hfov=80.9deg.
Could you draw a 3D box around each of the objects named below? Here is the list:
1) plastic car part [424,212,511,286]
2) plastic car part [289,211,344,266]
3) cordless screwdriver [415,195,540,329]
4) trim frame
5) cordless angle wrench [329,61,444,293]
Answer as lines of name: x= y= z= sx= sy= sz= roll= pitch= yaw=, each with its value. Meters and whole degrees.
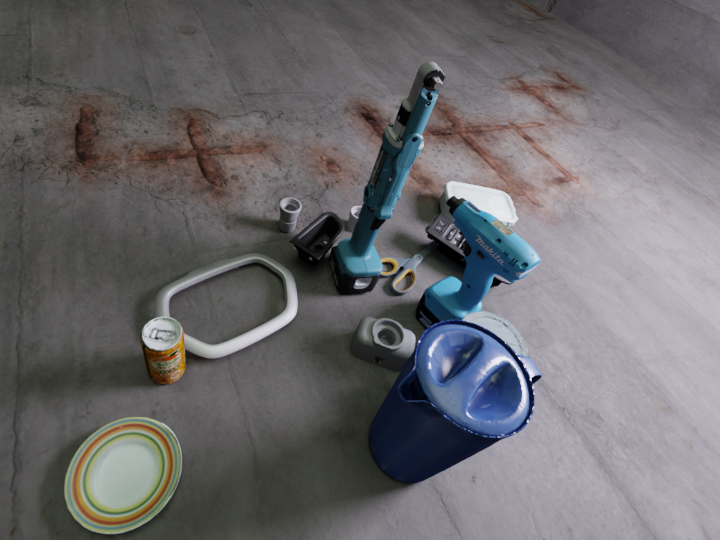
plastic car part: x=0.224 y=-0.030 z=0.869 sx=0.209 sy=0.066 sz=0.065 roll=34 pitch=49 yaw=15
plastic car part: x=-0.079 y=-0.052 z=0.811 sx=0.068 sy=0.070 sz=0.115 roll=33 pitch=49 yaw=12
cordless screwdriver: x=0.164 y=0.005 z=0.702 sx=0.072 sy=0.245 sz=0.166 roll=-22 pitch=60 yaw=-32
trim frame: x=-0.220 y=0.049 z=0.716 sx=0.242 sy=0.027 sz=0.192 roll=-27 pitch=60 yaw=-32
cordless angle wrench: x=0.034 y=-0.119 z=0.664 sx=0.072 sy=0.417 sz=0.102 roll=-1 pitch=52 yaw=-20
